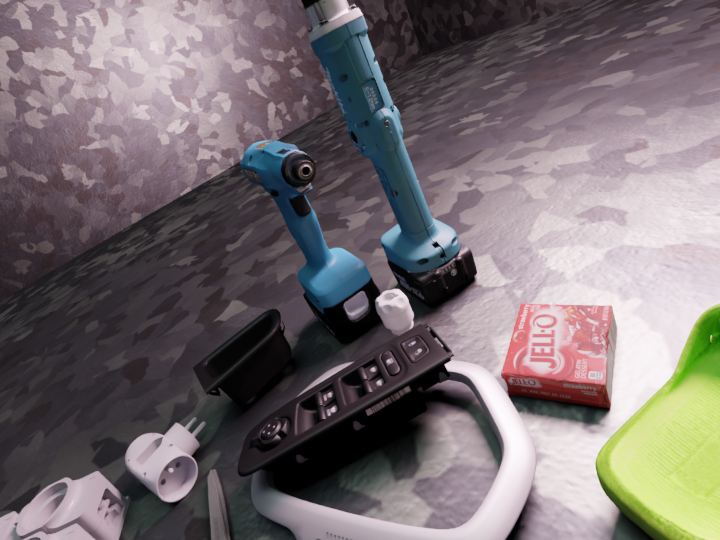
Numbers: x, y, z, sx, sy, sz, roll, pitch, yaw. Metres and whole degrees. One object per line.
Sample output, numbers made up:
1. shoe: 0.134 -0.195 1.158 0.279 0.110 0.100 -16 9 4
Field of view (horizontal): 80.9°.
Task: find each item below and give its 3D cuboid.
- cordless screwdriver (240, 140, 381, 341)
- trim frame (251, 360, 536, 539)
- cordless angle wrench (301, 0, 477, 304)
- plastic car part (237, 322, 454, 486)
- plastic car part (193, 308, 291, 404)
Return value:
1. cordless screwdriver: -0.047 -0.031 0.480 0.073 0.240 0.167 -33 26 -15
2. trim frame: 0.012 0.146 0.354 0.258 0.026 0.184 -8 33 32
3. cordless angle wrench: 0.015 -0.154 0.454 0.074 0.408 0.102 -31 24 -11
4. plastic car part: -0.011 0.125 0.372 0.203 0.064 0.069 -27 26 0
5. plastic car part: -0.124 0.109 0.494 0.115 0.068 0.069 -37 27 -19
